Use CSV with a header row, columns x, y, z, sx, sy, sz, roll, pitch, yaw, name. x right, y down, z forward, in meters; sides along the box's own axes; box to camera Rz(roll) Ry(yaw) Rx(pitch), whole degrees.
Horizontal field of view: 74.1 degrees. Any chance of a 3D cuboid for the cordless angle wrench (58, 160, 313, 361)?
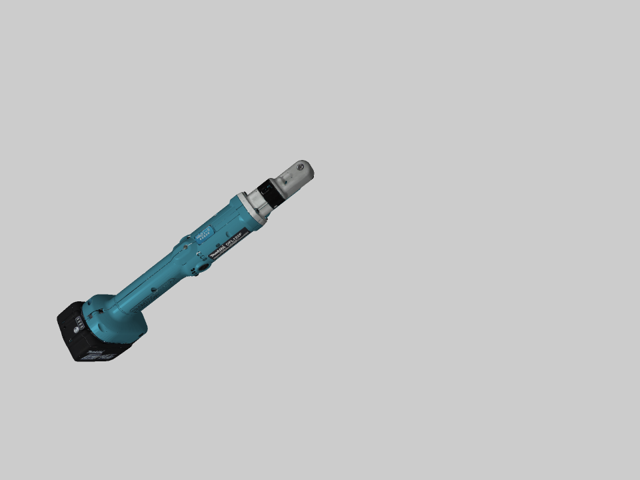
x,y,z,sx,sy,sz,roll,pitch,yaw,name
-0.182,0.021,0.616,0.423,0.074,0.098,-38,-20,2,cordless angle wrench
